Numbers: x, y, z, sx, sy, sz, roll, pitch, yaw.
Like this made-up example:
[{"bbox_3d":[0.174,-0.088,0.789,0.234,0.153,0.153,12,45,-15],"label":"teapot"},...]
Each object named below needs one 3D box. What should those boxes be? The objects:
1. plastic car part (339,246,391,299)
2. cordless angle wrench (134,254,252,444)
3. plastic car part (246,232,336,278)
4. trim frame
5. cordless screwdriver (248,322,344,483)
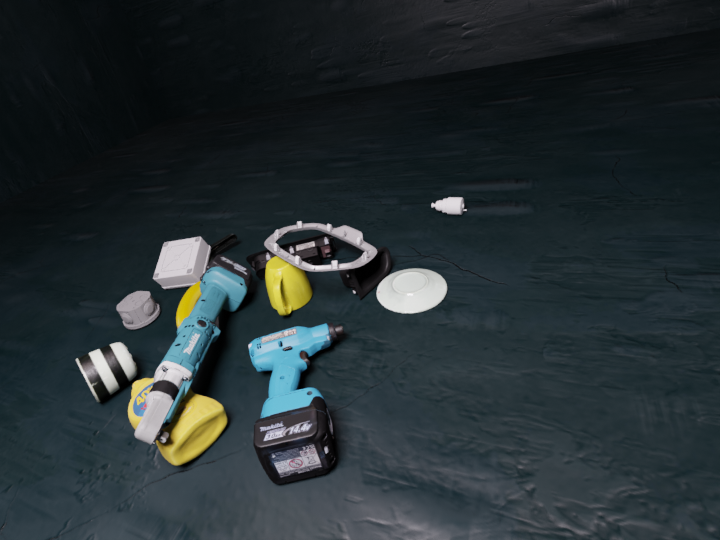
[{"bbox_3d":[0.003,-0.002,0.851,0.074,0.064,0.114,-2,28,45],"label":"plastic car part"},{"bbox_3d":[-0.277,0.108,0.718,0.096,0.074,0.433,28,24,-15],"label":"cordless angle wrench"},{"bbox_3d":[-0.153,-0.023,0.948,0.205,0.063,0.069,-11,58,5],"label":"plastic car part"},{"bbox_3d":[-0.083,-0.054,0.852,0.178,0.027,0.263,-21,31,-34],"label":"trim frame"},{"bbox_3d":[-0.082,0.167,0.620,0.159,0.072,0.259,-18,29,-4],"label":"cordless screwdriver"}]
